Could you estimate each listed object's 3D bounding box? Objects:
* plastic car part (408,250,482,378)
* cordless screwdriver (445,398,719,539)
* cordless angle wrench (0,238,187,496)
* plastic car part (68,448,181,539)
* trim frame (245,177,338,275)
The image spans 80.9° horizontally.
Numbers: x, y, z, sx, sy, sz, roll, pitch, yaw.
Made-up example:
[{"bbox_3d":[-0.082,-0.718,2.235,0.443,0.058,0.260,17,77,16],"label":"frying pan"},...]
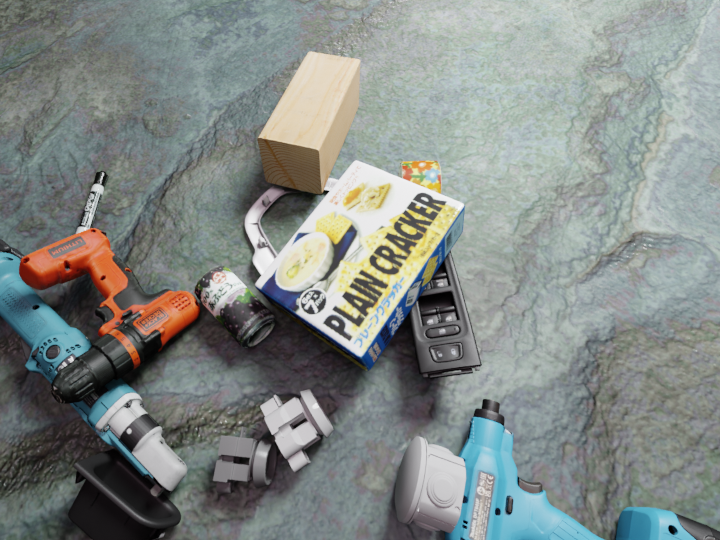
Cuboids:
[{"bbox_3d":[0.093,0.032,0.524,0.068,0.063,0.209,-17,59,16],"label":"plastic car part"},{"bbox_3d":[0.220,0.239,0.414,0.255,0.072,0.161,13,65,14],"label":"cordless screwdriver"},{"bbox_3d":[-0.365,0.106,0.519,0.436,0.072,0.097,35,70,16],"label":"cordless angle wrench"},{"bbox_3d":[-0.258,0.258,0.446,0.120,0.064,0.071,34,85,14],"label":"plastic car part"},{"bbox_3d":[-0.058,-0.038,0.594,0.182,0.027,0.258,-33,68,-11],"label":"trim frame"}]
